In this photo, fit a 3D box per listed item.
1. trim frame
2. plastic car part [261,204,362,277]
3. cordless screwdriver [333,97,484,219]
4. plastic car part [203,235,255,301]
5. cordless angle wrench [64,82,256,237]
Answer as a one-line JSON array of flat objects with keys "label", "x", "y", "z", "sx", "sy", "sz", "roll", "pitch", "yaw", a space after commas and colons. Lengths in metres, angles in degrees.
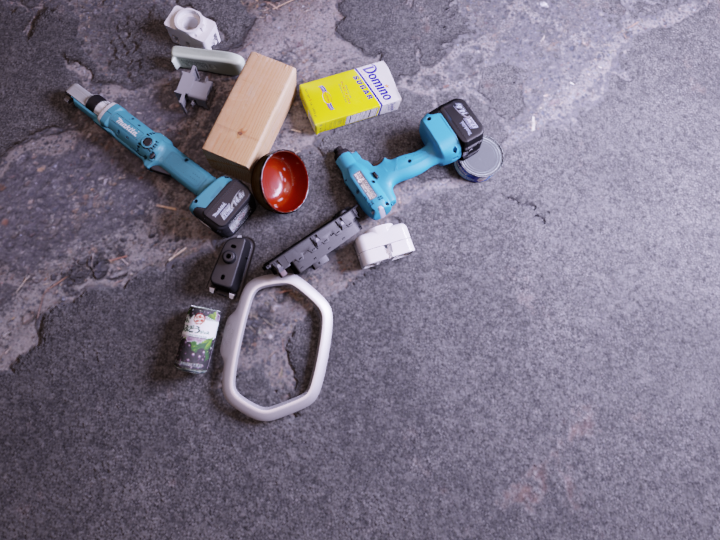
[{"label": "trim frame", "x": -0.144, "y": 0.126, "z": 0.721, "sx": 0.183, "sy": 0.027, "sz": 0.250, "roll": 10, "pitch": 80, "yaw": -3}, {"label": "plastic car part", "x": -0.072, "y": -0.047, "z": 0.736, "sx": 0.201, "sy": 0.067, "sz": 0.067, "roll": -40, "pitch": 91, "yaw": -16}, {"label": "cordless screwdriver", "x": 0.081, "y": -0.219, "z": 0.768, "sx": 0.249, "sy": 0.072, "sz": 0.164, "roll": -33, "pitch": 72, "yaw": 3}, {"label": "plastic car part", "x": -0.225, "y": -0.012, "z": 0.730, "sx": 0.066, "sy": 0.071, "sz": 0.117, "roll": 17, "pitch": 81, "yaw": -4}, {"label": "cordless angle wrench", "x": -0.379, "y": -0.220, "z": 0.773, "sx": 0.430, "sy": 0.073, "sz": 0.098, "roll": 37, "pitch": 79, "yaw": 8}]
